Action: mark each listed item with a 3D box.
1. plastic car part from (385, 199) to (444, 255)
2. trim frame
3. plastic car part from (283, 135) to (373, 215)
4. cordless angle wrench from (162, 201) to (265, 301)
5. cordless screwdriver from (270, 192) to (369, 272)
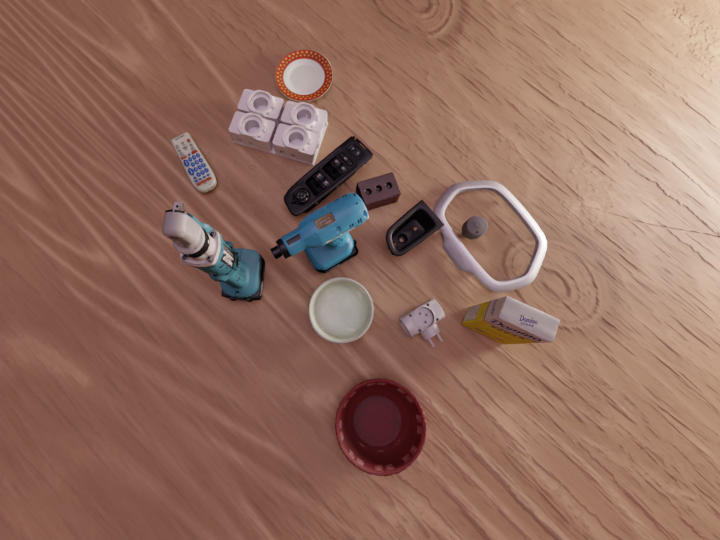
[{"bbox_3d":[0.094,-0.073,0.839,0.116,0.070,0.067,-38,83,-7],"label":"plastic car part"},{"bbox_3d":[0.260,-0.075,0.857,0.183,0.027,0.253,-34,79,-6],"label":"trim frame"},{"bbox_3d":[-0.072,-0.186,0.869,0.202,0.066,0.067,-40,83,-7],"label":"plastic car part"},{"bbox_3d":[-0.217,-0.016,0.656,0.074,0.419,0.099,4,80,-3],"label":"cordless angle wrench"},{"bbox_3d":[-0.073,-0.048,0.747,0.158,0.246,0.075,-30,84,-7],"label":"cordless screwdriver"}]
